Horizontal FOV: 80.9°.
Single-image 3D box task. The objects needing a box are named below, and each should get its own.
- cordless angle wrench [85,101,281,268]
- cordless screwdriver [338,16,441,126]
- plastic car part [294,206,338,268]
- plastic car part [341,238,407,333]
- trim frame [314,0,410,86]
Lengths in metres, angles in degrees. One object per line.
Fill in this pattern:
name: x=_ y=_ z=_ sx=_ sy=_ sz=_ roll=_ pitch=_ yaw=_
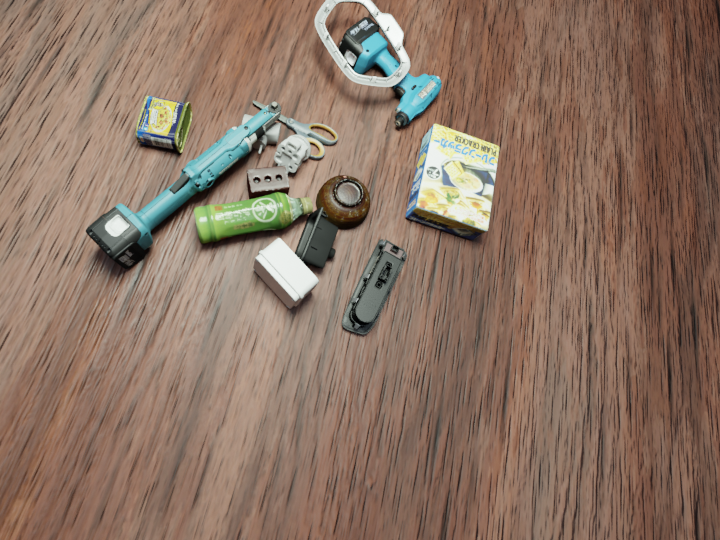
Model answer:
cordless angle wrench: x=-0.300 y=-0.179 z=0.787 sx=0.075 sy=0.098 sz=0.420 roll=42 pitch=72 yaw=1
cordless screwdriver: x=0.054 y=-0.450 z=0.972 sx=0.249 sy=0.075 sz=0.158 roll=40 pitch=69 yaw=0
plastic car part: x=-0.080 y=-0.053 z=0.822 sx=0.068 sy=0.068 sz=0.117 roll=22 pitch=72 yaw=-21
plastic car part: x=0.034 y=0.029 z=0.811 sx=0.065 sy=0.068 sz=0.203 roll=31 pitch=71 yaw=-10
trim frame: x=0.008 y=-0.509 z=0.927 sx=0.181 sy=0.028 sz=0.251 roll=-30 pitch=83 yaw=-20
